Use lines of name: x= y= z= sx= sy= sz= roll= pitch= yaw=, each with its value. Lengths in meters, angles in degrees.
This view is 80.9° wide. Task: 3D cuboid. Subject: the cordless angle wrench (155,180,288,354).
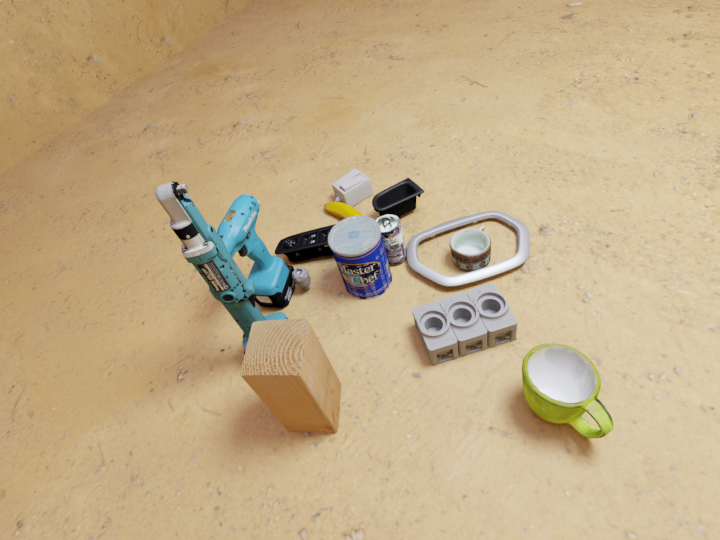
cordless angle wrench: x=-0.212 y=0.025 z=0.689 sx=0.099 sy=0.403 sz=0.077 roll=-14 pitch=46 yaw=4

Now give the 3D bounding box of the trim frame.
trim frame: x=0.218 y=-0.050 z=0.861 sx=0.249 sy=0.026 sz=0.193 roll=-21 pitch=46 yaw=2

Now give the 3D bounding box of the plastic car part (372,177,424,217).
plastic car part: x=0.082 y=-0.151 z=0.972 sx=0.116 sy=0.067 sz=0.070 roll=-29 pitch=47 yaw=-8

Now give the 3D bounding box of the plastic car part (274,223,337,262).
plastic car part: x=-0.094 y=-0.061 z=0.959 sx=0.207 sy=0.064 sz=0.068 roll=-9 pitch=47 yaw=12

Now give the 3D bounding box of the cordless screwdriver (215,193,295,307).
cordless screwdriver: x=-0.212 y=-0.010 z=0.835 sx=0.077 sy=0.237 sz=0.161 roll=1 pitch=49 yaw=18
